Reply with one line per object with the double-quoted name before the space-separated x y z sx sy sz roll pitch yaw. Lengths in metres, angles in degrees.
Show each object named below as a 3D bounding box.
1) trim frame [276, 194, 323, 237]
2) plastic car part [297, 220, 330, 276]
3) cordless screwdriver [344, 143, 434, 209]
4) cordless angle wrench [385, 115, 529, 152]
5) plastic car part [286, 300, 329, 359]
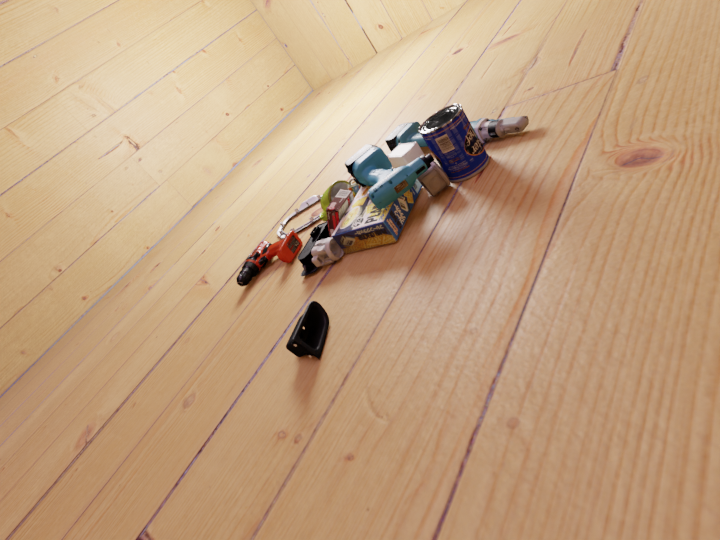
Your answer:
"trim frame" -0.181 -0.188 1.391 0.253 0.026 0.188 -29 29 22
"plastic car part" -0.108 -0.071 1.106 0.069 0.064 0.205 -10 42 34
"cordless screwdriver" 0.061 -0.242 1.000 0.160 0.071 0.260 -37 31 4
"cordless angle wrench" 0.234 -0.354 1.099 0.097 0.071 0.445 -48 32 -17
"plastic car part" -0.109 0.124 0.833 0.072 0.064 0.118 -40 20 32
